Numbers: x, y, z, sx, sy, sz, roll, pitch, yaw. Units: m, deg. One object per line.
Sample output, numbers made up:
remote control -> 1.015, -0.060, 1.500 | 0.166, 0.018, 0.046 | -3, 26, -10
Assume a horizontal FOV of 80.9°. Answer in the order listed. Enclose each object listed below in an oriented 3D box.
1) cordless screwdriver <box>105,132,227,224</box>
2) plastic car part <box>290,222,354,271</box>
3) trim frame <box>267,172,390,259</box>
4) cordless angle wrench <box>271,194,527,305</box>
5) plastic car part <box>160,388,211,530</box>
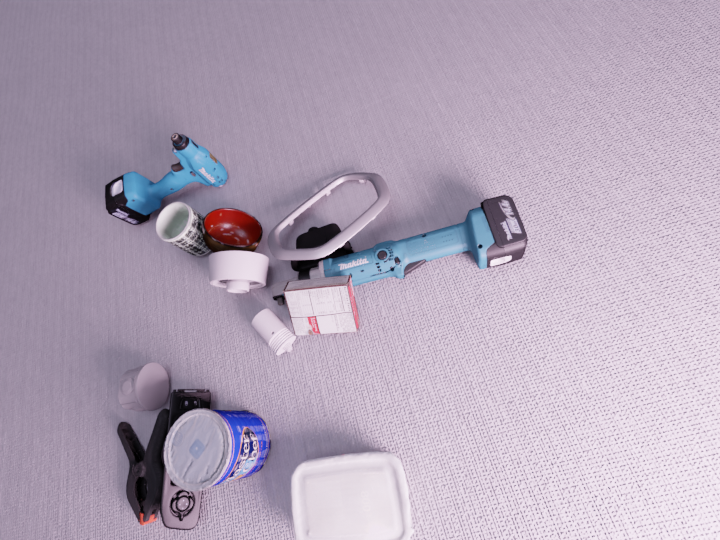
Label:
cordless screwdriver -> -0.418, -0.190, 0.873 | 0.252, 0.152, 0.077 | -20, 67, 10
plastic car part -> -0.075, -0.049, 0.763 | 0.119, 0.062, 0.073 | -14, 55, 14
trim frame -> -0.057, -0.100, 0.754 | 0.246, 0.026, 0.195 | -44, 43, -16
cordless angle wrench -> 0.044, -0.016, 0.707 | 0.431, 0.071, 0.101 | -15, 67, 14
plastic car part -> -0.290, 0.303, 0.688 | 0.068, 0.063, 0.209 | -34, 53, 44
